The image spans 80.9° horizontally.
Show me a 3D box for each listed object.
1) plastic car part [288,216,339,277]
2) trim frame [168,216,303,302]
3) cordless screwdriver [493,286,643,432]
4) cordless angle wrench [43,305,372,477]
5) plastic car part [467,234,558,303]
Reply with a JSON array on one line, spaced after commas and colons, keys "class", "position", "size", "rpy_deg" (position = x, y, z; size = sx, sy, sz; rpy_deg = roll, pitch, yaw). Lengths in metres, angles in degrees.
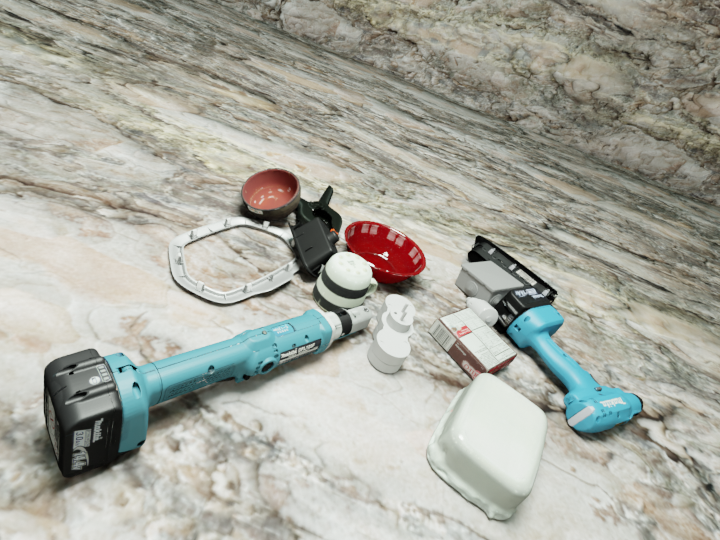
[{"class": "plastic car part", "position": [-0.072, -0.047, 0.734], "size": [0.062, 0.071, 0.122], "rpy_deg": [44, 13, -45]}, {"class": "trim frame", "position": [-0.196, -0.027, 0.698], "size": [0.191, 0.027, 0.241], "rpy_deg": [37, 35, 19]}, {"class": "cordless screwdriver", "position": [0.349, 0.143, 0.720], "size": [0.153, 0.074, 0.261], "rpy_deg": [0, 44, -30]}, {"class": "cordless angle wrench", "position": [-0.128, 0.100, 0.510], "size": [0.405, 0.097, 0.078], "rpy_deg": [-13, 45, -45]}, {"class": "plastic car part", "position": [0.303, 0.009, 0.894], "size": [0.066, 0.064, 0.214], "rpy_deg": [-27, 54, -18]}]
